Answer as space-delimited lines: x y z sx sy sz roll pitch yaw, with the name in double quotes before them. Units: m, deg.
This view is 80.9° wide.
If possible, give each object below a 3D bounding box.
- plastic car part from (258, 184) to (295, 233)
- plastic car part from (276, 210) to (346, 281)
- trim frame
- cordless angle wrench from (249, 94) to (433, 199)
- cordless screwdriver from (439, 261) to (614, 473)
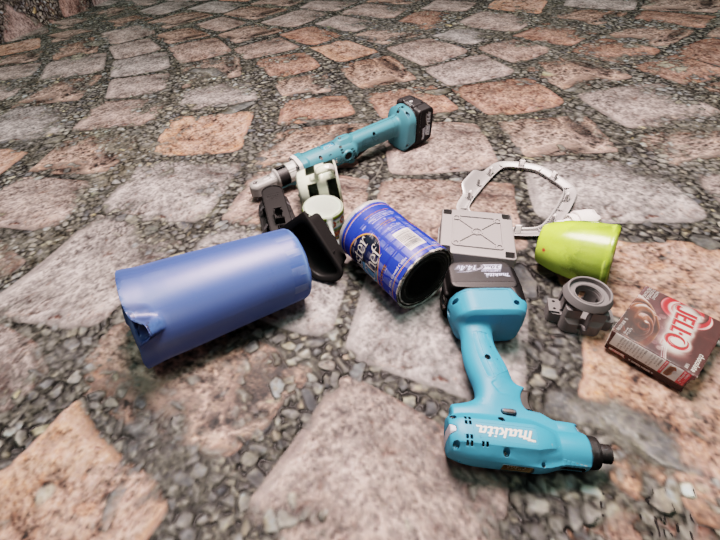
"plastic car part" -0.144 -0.086 0.741 0.066 0.064 0.213 -19 43 -6
"plastic car part" -0.065 -0.043 0.669 0.067 0.114 0.070 -30 13 34
"trim frame" 0.283 -0.140 0.774 0.194 0.026 0.245 25 53 29
"cordless angle wrench" -0.038 -0.249 0.879 0.416 0.094 0.078 -28 52 -18
"cordless screwdriver" 0.176 0.104 0.501 0.161 0.072 0.255 1 48 6
